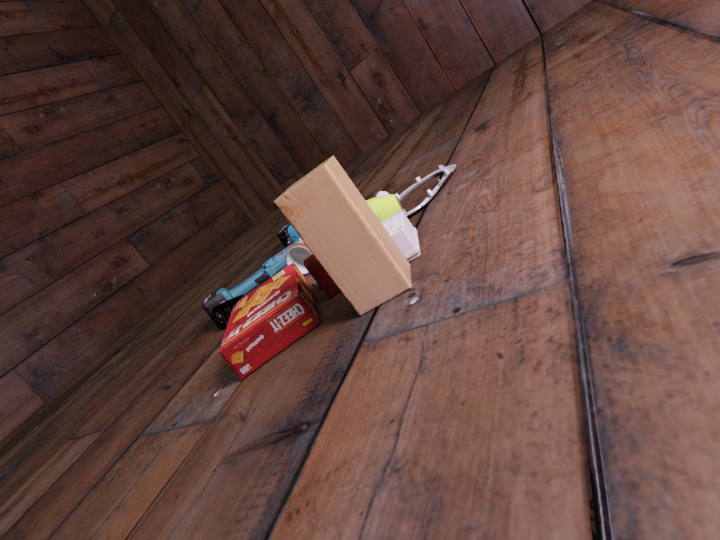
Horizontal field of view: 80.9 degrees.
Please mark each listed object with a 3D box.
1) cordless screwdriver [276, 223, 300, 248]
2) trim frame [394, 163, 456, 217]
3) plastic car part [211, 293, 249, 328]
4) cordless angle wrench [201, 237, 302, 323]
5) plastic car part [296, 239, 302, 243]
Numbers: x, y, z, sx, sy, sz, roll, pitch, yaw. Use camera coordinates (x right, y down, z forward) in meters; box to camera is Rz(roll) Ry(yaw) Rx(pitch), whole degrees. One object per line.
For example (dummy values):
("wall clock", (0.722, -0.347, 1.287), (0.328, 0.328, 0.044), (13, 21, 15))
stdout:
("cordless screwdriver", (-0.144, -0.157, 1.378), (0.256, 0.072, 0.159), (-21, 21, 31))
("trim frame", (0.127, -0.176, 0.968), (0.191, 0.027, 0.245), (-16, 24, 47))
("plastic car part", (-0.301, 0.095, 1.028), (0.210, 0.065, 0.065), (-20, 11, 44))
("cordless angle wrench", (-0.242, -0.007, 1.177), (0.420, 0.073, 0.101), (-37, 15, -8))
("plastic car part", (-0.108, -0.071, 1.109), (0.115, 0.066, 0.071), (-37, 0, -15))
